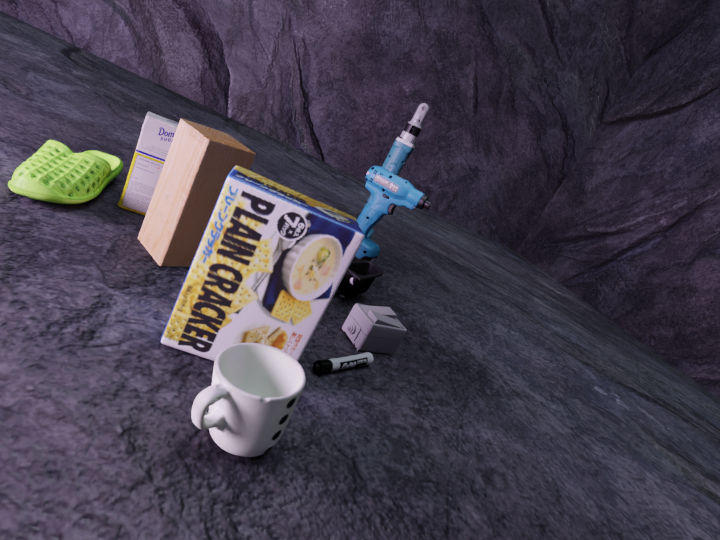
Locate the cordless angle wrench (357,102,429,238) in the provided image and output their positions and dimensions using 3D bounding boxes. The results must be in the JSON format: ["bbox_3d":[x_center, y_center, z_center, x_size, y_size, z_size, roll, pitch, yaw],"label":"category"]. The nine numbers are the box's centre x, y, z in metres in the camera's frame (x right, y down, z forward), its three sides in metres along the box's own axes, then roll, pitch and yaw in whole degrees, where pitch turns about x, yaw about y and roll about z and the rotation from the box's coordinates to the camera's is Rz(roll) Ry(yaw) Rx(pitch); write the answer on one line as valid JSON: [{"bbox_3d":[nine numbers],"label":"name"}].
[{"bbox_3d":[0.066,-0.235,1.107,0.075,0.421,0.097,30,17,3],"label":"cordless angle wrench"}]

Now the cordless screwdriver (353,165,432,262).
[{"bbox_3d":[0.041,-0.098,0.971,0.165,0.248,0.072,34,18,20],"label":"cordless screwdriver"}]

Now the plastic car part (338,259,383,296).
[{"bbox_3d":[-0.007,0.021,0.857,0.069,0.071,0.111,37,20,28],"label":"plastic car part"}]
